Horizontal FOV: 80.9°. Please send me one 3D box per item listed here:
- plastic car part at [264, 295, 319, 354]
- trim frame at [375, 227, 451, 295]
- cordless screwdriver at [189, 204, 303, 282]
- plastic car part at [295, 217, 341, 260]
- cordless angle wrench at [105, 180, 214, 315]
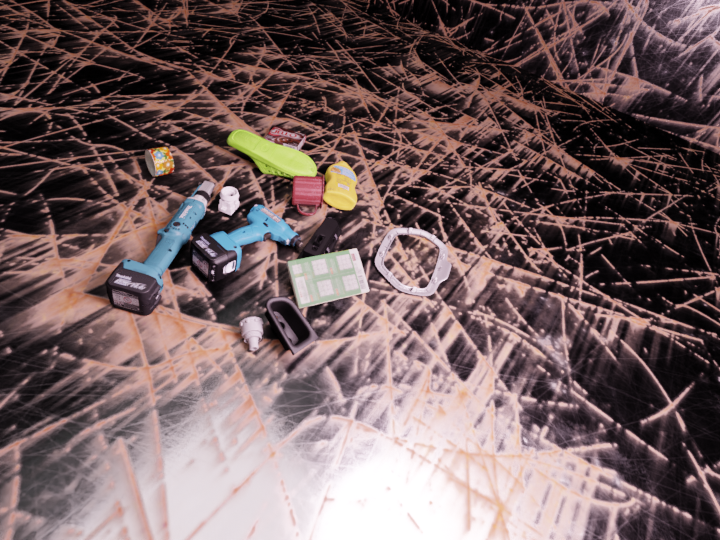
[{"bbox_3d":[-0.150,0.111,0.843,0.064,0.071,0.119,-28,75,-37],"label":"plastic car part"},{"bbox_3d":[0.139,-0.032,1.085,0.187,0.027,0.248,24,44,8],"label":"trim frame"},{"bbox_3d":[-0.260,-0.059,0.982,0.165,0.073,0.244,33,44,17],"label":"cordless screwdriver"},{"bbox_3d":[-0.101,-0.066,1.038,0.068,0.065,0.203,17,42,10],"label":"plastic car part"},{"bbox_3d":[-0.424,-0.086,0.971,0.098,0.073,0.431,14,43,-3],"label":"cordless angle wrench"}]
